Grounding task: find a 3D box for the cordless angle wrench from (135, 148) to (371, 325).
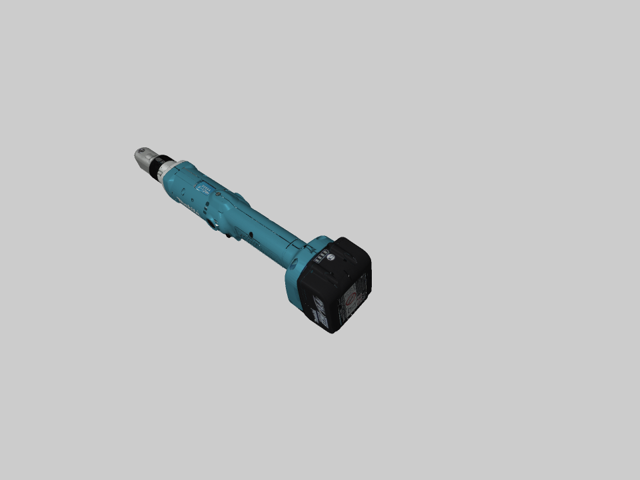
[{"bbox_3d":[-0.123,-0.035,0.560,0.423,0.074,0.098,32,-29,28],"label":"cordless angle wrench"}]
